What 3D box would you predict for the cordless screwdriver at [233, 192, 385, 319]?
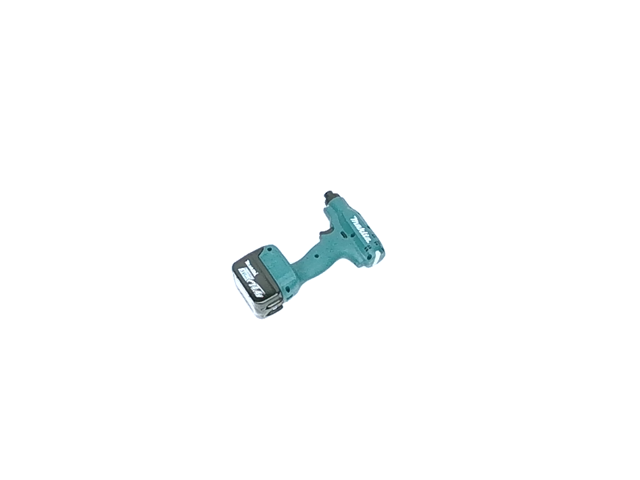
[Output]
[{"bbox_3d":[-0.029,0.017,0.723,0.248,0.159,0.074,-26,-24,-17],"label":"cordless screwdriver"}]
